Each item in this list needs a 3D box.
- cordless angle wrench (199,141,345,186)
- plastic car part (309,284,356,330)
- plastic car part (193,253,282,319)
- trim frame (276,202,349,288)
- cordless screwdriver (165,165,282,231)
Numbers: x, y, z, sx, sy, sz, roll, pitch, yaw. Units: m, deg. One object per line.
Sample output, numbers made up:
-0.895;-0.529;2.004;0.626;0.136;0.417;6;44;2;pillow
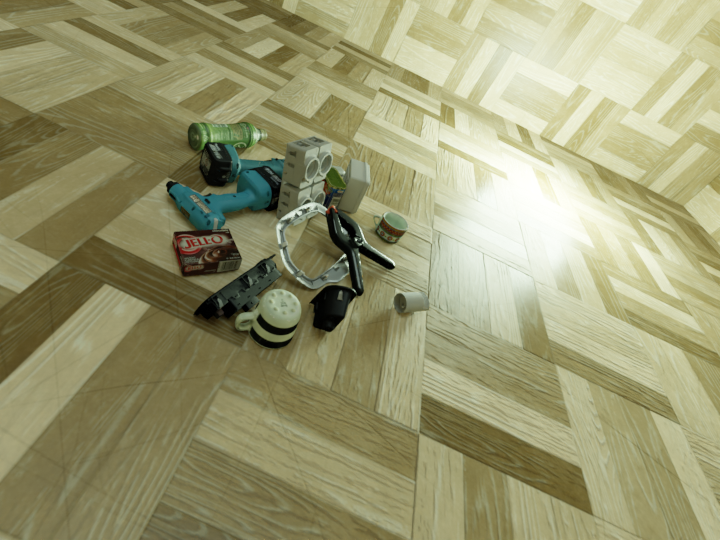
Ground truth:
-0.207;-0.270;1.123;0.404;0.074;0.103;-6;49;-38;cordless angle wrench
-0.055;0.078;0.779;0.065;0.117;0.072;20;62;-13;plastic car part
-0.207;0.031;0.774;0.067;0.067;0.201;40;38;-1;plastic car part
-0.091;-0.060;0.935;0.183;0.028;0.244;55;36;-4;trim frame
-0.299;-0.175;0.955;0.165;0.074;0.243;40;43;16;cordless screwdriver
